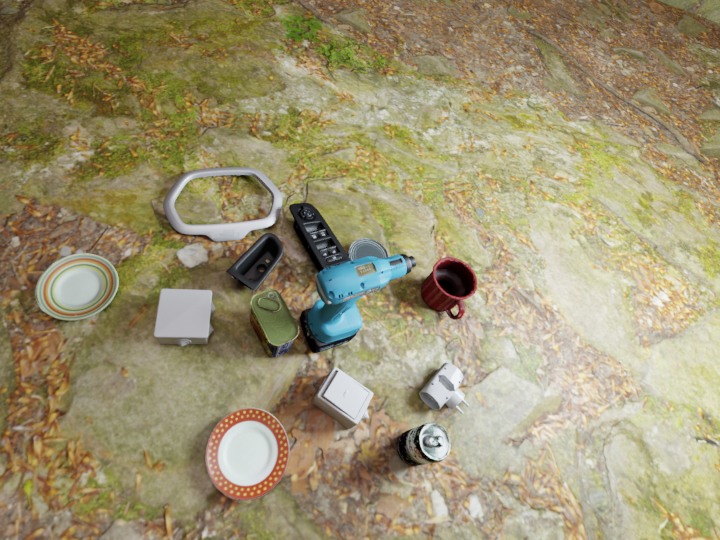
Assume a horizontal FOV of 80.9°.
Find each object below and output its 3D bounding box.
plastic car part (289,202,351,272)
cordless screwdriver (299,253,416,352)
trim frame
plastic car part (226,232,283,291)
[{"bbox_3d":[-0.085,-0.055,0.866,0.065,0.066,0.210,-20,66,-24],"label":"plastic car part"},{"bbox_3d":[-0.013,0.052,0.711,0.155,0.246,0.077,-15,67,-23],"label":"cordless screwdriver"},{"bbox_3d":[-0.290,-0.146,0.902,0.243,0.027,0.191,-7,61,-16],"label":"trim frame"},{"bbox_3d":[-0.194,-0.008,0.813,0.067,0.070,0.116,33,58,5],"label":"plastic car part"}]
